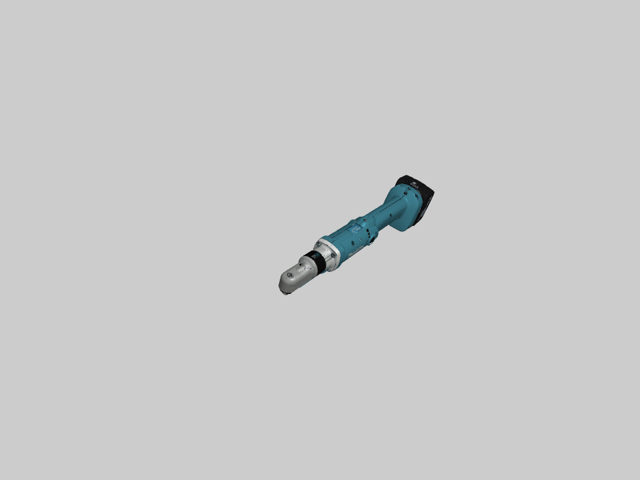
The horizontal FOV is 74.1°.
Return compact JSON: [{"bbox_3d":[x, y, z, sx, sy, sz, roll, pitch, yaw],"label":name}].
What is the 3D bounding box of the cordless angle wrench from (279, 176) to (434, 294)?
[{"bbox_3d":[0.075,-0.013,0.781,0.074,0.098,0.421,36,43,22],"label":"cordless angle wrench"}]
